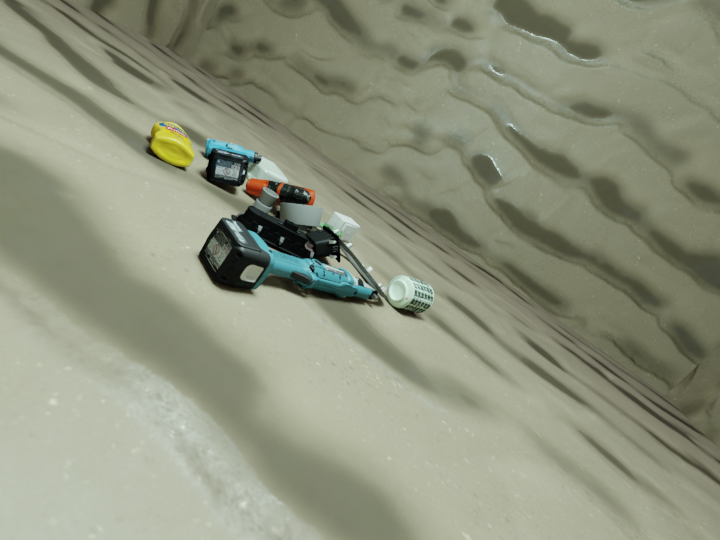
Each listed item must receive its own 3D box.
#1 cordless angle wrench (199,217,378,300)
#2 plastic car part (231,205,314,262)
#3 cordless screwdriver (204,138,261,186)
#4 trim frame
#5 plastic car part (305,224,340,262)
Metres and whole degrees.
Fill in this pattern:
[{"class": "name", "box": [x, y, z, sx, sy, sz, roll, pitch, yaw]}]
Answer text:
[{"class": "cordless angle wrench", "box": [-0.095, 0.007, 0.787, 0.400, 0.074, 0.103, 18, 23, -51]}, {"class": "plastic car part", "box": [-0.176, -0.080, 0.898, 0.194, 0.067, 0.069, 22, 27, -28]}, {"class": "cordless screwdriver", "box": [-0.329, -0.289, 1.114, 0.154, 0.073, 0.260, 8, 23, -21]}, {"class": "trim frame", "box": [-0.008, -0.024, 1.019, 0.175, 0.027, 0.262, 55, -6, -37]}, {"class": "plastic car part", "box": [-0.097, -0.064, 0.995, 0.069, 0.064, 0.122, -11, 24, -21]}]
